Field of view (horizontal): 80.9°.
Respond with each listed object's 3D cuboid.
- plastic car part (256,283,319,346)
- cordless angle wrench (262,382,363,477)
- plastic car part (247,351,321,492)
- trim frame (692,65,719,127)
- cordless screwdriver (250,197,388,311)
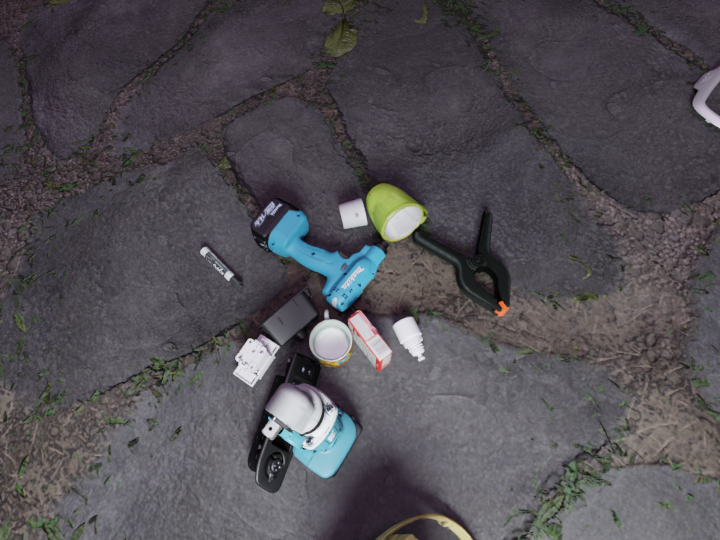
[{"bbox_3d":[-0.118,0.089,0.755,0.116,0.065,0.072,-44,83,-13],"label":"plastic car part"},{"bbox_3d":[-0.051,0.183,0.493,0.077,0.410,0.098,30,69,14],"label":"cordless angle wrench"},{"bbox_3d":[-0.129,0.235,0.672,0.070,0.062,0.206,-6,57,33],"label":"plastic car part"},{"bbox_3d":[0.829,-0.376,0.909,0.192,0.026,0.247,39,74,21],"label":"trim frame"},{"bbox_3d":[-0.080,-0.052,0.814,0.257,0.072,0.158,35,71,17],"label":"cordless screwdriver"}]
